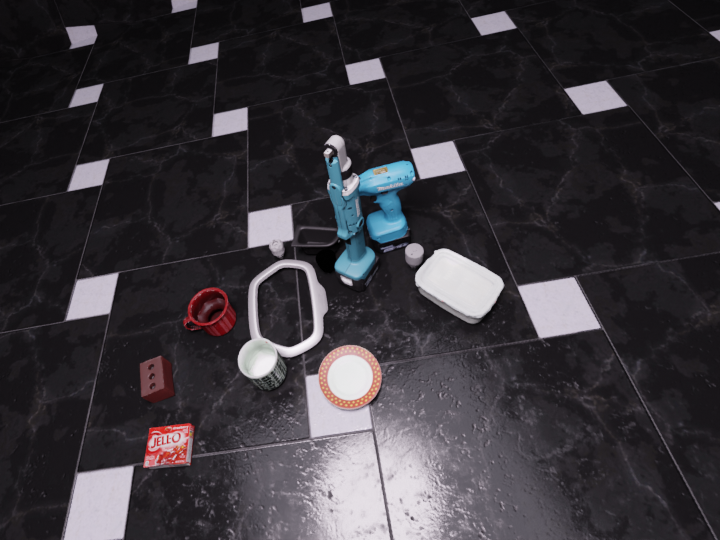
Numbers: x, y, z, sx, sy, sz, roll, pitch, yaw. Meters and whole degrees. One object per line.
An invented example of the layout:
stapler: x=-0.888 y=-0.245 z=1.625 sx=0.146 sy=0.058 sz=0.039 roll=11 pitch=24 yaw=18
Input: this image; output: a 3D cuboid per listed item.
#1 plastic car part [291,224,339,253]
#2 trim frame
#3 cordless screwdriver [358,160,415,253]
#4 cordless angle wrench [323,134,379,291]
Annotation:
plastic car part: x=-0.102 y=-0.066 z=1.039 sx=0.119 sy=0.068 sz=0.067 roll=5 pitch=58 yaw=13
trim frame: x=-0.170 y=0.081 z=0.980 sx=0.185 sy=0.026 sz=0.258 roll=-13 pitch=55 yaw=2
cordless screwdriver: x=0.039 y=-0.135 z=0.953 sx=0.159 sy=0.239 sz=0.077 roll=-13 pitch=57 yaw=-1
cordless angle wrench: x=-0.023 y=-0.101 z=0.842 sx=0.077 sy=0.406 sz=0.098 roll=25 pitch=63 yaw=20
